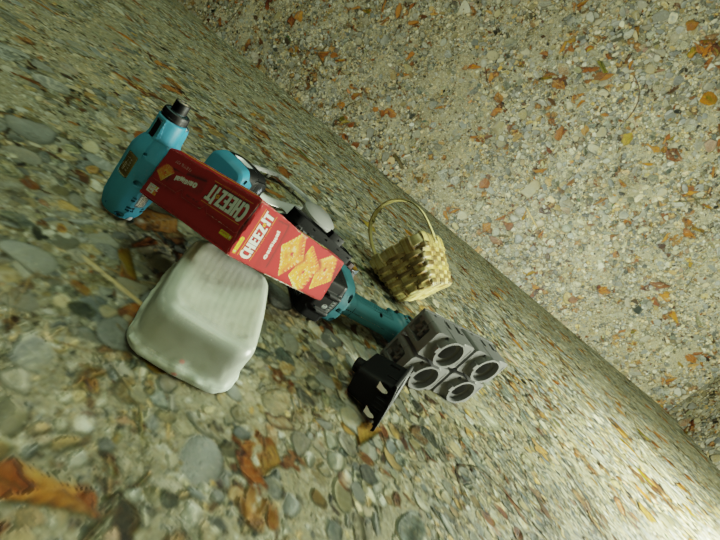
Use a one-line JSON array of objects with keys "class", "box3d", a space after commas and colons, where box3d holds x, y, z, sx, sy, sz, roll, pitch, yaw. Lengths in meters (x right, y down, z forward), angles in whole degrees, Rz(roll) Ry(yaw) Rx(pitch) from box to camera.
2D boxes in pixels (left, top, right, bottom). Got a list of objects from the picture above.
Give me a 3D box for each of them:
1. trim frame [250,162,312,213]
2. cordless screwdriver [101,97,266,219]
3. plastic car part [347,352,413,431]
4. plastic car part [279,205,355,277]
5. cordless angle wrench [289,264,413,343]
[{"class": "trim frame", "box3d": [-0.189, -0.180, 0.952, 0.192, 0.027, 0.237, 47, 18, 24]}, {"class": "cordless screwdriver", "box3d": [-0.221, -0.143, 0.592, 0.076, 0.160, 0.242, 45, 17, 9]}, {"class": "plastic car part", "box3d": [0.020, 0.143, 0.556, 0.073, 0.066, 0.113, 30, 13, 13]}, {"class": "plastic car part", "box3d": [-0.074, -0.049, 0.760, 0.193, 0.067, 0.069, 36, 19, -31]}, {"class": "cordless angle wrench", "box3d": [0.066, 0.100, 0.724, 0.402, 0.075, 0.102, 31, 20, -30]}]
